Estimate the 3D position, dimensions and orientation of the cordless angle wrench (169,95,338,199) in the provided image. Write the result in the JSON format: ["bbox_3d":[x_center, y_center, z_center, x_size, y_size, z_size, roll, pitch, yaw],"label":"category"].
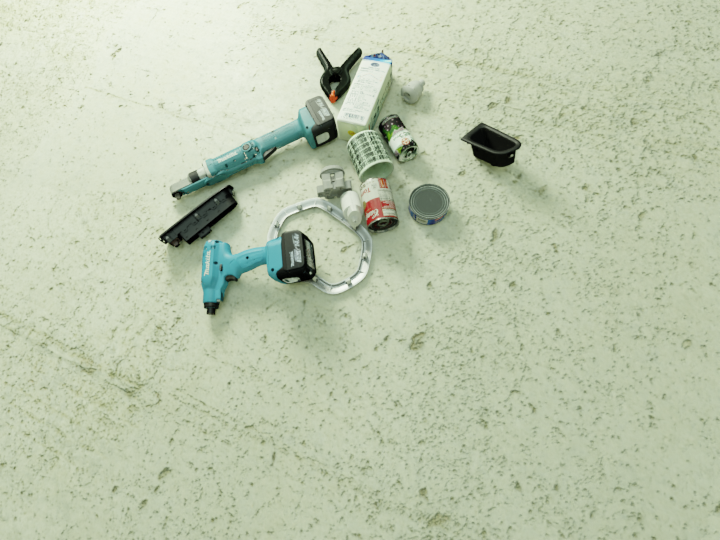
[{"bbox_3d":[-0.262,-0.278,1.007,0.423,0.072,0.101,-25,68,0],"label":"cordless angle wrench"}]

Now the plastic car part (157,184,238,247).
[{"bbox_3d":[-0.357,-0.118,0.960,0.068,0.065,0.202,43,80,8],"label":"plastic car part"}]

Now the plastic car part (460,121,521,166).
[{"bbox_3d":[0.286,-0.260,0.918,0.066,0.067,0.123,-39,54,-8],"label":"plastic car part"}]

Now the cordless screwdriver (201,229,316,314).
[{"bbox_3d":[-0.219,0.005,0.874,0.255,0.071,0.162,-7,71,17],"label":"cordless screwdriver"}]

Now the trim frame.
[{"bbox_3d":[-0.090,-0.059,0.917,0.257,0.027,0.183,39,79,18],"label":"trim frame"}]
